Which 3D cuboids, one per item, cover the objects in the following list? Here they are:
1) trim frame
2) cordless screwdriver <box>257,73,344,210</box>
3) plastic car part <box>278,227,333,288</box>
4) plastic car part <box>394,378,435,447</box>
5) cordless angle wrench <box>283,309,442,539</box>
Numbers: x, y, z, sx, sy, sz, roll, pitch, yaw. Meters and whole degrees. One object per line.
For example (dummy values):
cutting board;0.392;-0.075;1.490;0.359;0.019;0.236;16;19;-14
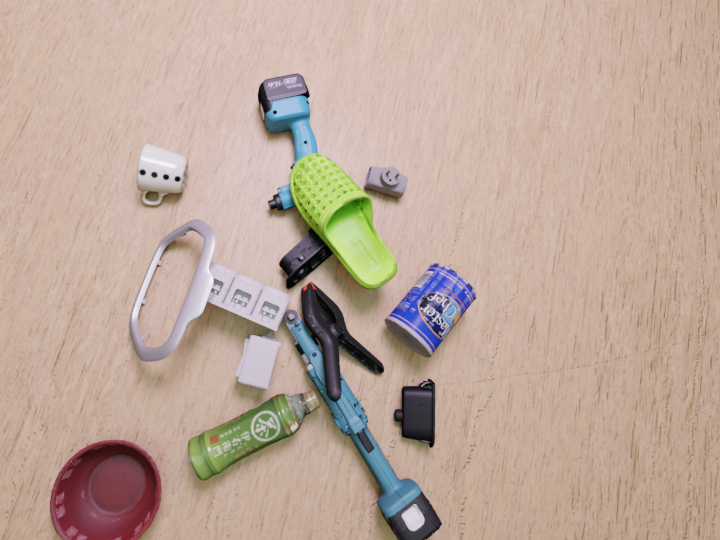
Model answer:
trim frame;-0.316;0.029;0.709;0.194;0.026;0.250;6;72;38
cordless screwdriver;-0.139;-0.243;0.821;0.157;0.075;0.250;-21;87;-12
plastic car part;-0.078;-0.051;0.795;0.068;0.065;0.202;41;76;8
plastic car part;0.098;0.256;0.763;0.072;0.065;0.117;4;82;6
cordless angle wrench;-0.019;0.253;0.734;0.073;0.097;0.430;-30;80;-14
